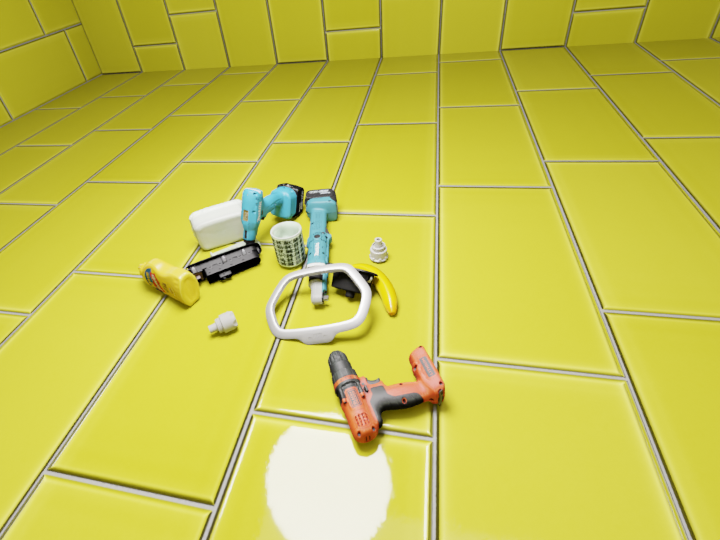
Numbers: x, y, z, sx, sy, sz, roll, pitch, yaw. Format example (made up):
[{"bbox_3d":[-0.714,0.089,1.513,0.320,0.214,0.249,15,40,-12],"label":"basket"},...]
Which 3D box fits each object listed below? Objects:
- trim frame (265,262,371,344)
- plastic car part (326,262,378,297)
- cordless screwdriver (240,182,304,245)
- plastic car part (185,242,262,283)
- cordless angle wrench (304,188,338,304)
[{"bbox_3d":[-0.097,0.072,0.941,0.253,0.026,0.190,-11,56,12],"label":"trim frame"},{"bbox_3d":[-0.024,0.027,0.991,0.123,0.062,0.071,15,86,36],"label":"plastic car part"},{"bbox_3d":[-0.255,-0.166,1.210,0.077,0.157,0.243,16,21,19],"label":"cordless screwdriver"},{"bbox_3d":[-0.346,-0.016,1.105,0.199,0.064,0.071,-27,53,-21],"label":"plastic car part"},{"bbox_3d":[-0.110,-0.072,1.128,0.098,0.071,0.436,-6,42,2],"label":"cordless angle wrench"}]
